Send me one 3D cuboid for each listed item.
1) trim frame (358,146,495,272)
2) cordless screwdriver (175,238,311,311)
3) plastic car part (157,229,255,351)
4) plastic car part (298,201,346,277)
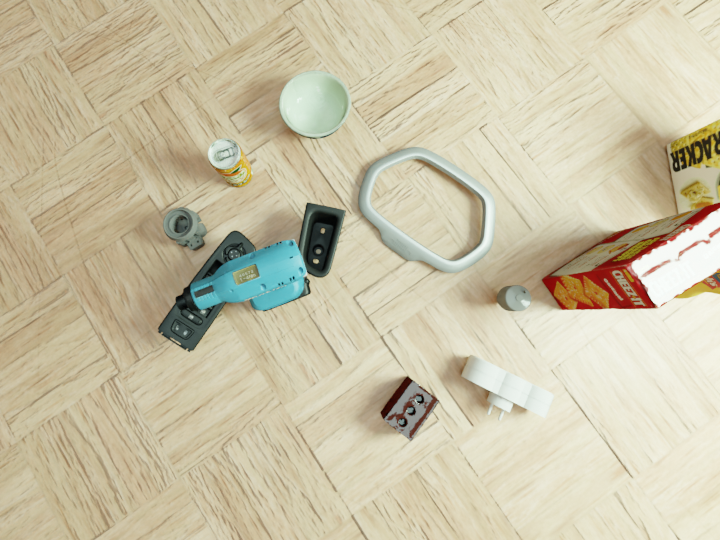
[{"bbox_3d":[0.115,-0.106,0.729,0.252,0.027,0.184,36,84,6],"label":"trim frame"},{"bbox_3d":[-0.152,0.020,0.607,0.159,0.247,0.075,-21,86,-4],"label":"cordless screwdriver"},{"bbox_3d":[-0.241,0.030,0.699,0.067,0.066,0.203,32,84,3],"label":"plastic car part"},{"bbox_3d":[-0.069,-0.045,0.703,0.066,0.070,0.117,12,82,0],"label":"plastic car part"}]
